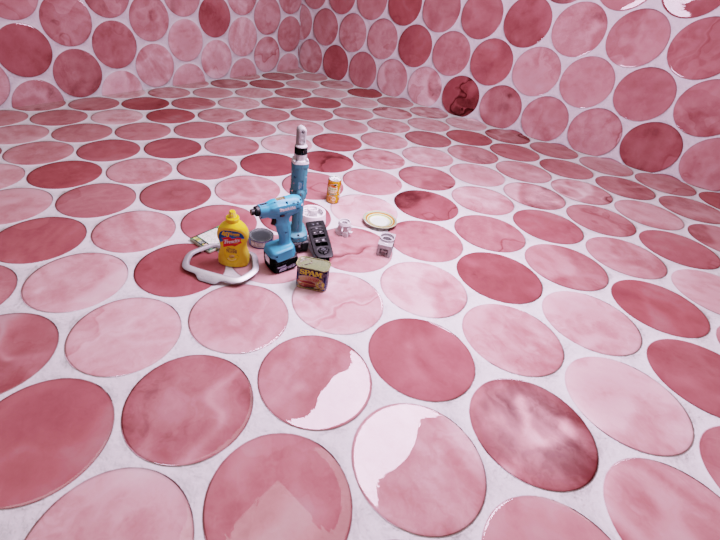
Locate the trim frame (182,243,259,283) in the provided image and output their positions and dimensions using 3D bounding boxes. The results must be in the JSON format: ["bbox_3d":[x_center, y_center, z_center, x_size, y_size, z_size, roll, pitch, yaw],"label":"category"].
[{"bbox_3d":[-0.436,-0.023,1.326,0.254,0.027,0.185,14,37,11],"label":"trim frame"}]

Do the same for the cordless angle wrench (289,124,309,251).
[{"bbox_3d":[-0.198,-0.250,1.343,0.072,0.413,0.103,-4,37,-19],"label":"cordless angle wrench"}]

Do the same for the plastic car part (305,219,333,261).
[{"bbox_3d":[-0.140,-0.091,1.428,0.065,0.065,0.212,-3,37,-16],"label":"plastic car part"}]

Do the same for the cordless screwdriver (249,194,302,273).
[{"bbox_3d":[-0.259,-0.107,1.282,0.154,0.243,0.079,-17,43,-32],"label":"cordless screwdriver"}]
